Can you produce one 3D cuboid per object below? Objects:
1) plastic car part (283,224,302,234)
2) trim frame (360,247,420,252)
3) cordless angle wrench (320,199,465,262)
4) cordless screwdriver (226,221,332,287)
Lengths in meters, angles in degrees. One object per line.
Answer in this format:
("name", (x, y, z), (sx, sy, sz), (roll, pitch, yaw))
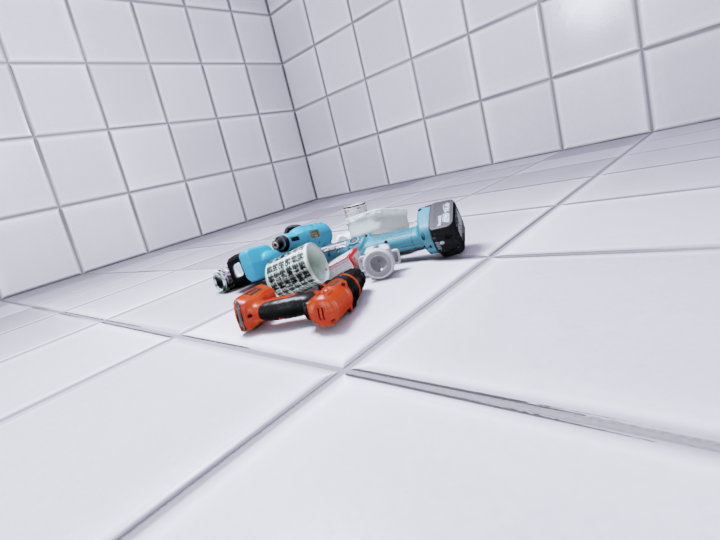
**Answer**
("plastic car part", (-0.194, -0.084, 1.265), (0.066, 0.068, 0.120), (-13, 28, 5))
("trim frame", (0.076, -0.062, 0.994), (0.252, 0.027, 0.185), (-11, 15, 9))
("cordless angle wrench", (-0.001, -0.047, 0.900), (0.438, 0.071, 0.099), (-12, 41, 29))
("cordless screwdriver", (-0.193, -0.031, 0.898), (0.256, 0.075, 0.153), (-22, -1, 35))
